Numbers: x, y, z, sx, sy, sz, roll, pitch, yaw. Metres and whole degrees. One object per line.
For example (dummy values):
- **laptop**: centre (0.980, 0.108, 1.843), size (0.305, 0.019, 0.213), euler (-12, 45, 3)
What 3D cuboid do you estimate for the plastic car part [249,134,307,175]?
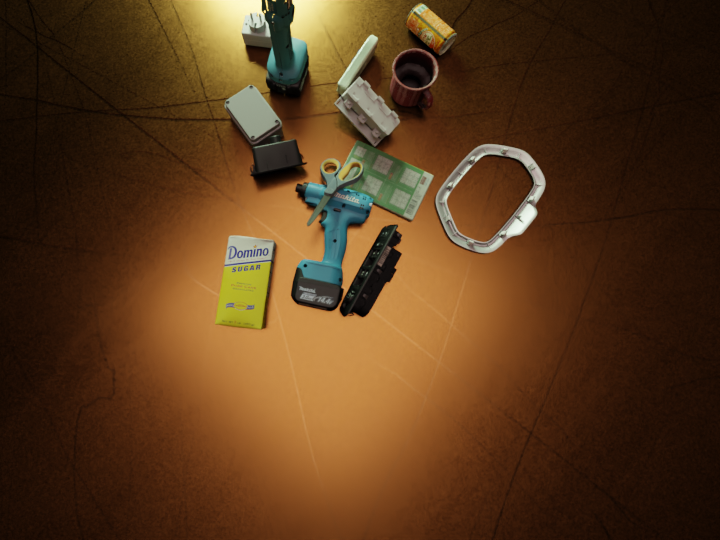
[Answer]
- **plastic car part**: centre (-0.173, -0.236, 0.857), size (0.116, 0.068, 0.069), euler (-16, 107, -5)

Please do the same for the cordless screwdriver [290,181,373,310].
- **cordless screwdriver**: centre (-0.081, -0.053, 0.832), size (0.160, 0.073, 0.250), euler (16, 77, 3)

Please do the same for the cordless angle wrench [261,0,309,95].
- **cordless angle wrench**: centre (-0.140, -0.448, 0.722), size (0.074, 0.420, 0.098), euler (16, 82, -3)

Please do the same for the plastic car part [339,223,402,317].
- **plastic car part**: centre (0.026, 0.008, 0.828), size (0.064, 0.069, 0.203), euler (37, 80, -23)

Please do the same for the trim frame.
- **trim frame**: centre (0.269, -0.152, 0.866), size (0.186, 0.027, 0.248), euler (41, 81, 6)
